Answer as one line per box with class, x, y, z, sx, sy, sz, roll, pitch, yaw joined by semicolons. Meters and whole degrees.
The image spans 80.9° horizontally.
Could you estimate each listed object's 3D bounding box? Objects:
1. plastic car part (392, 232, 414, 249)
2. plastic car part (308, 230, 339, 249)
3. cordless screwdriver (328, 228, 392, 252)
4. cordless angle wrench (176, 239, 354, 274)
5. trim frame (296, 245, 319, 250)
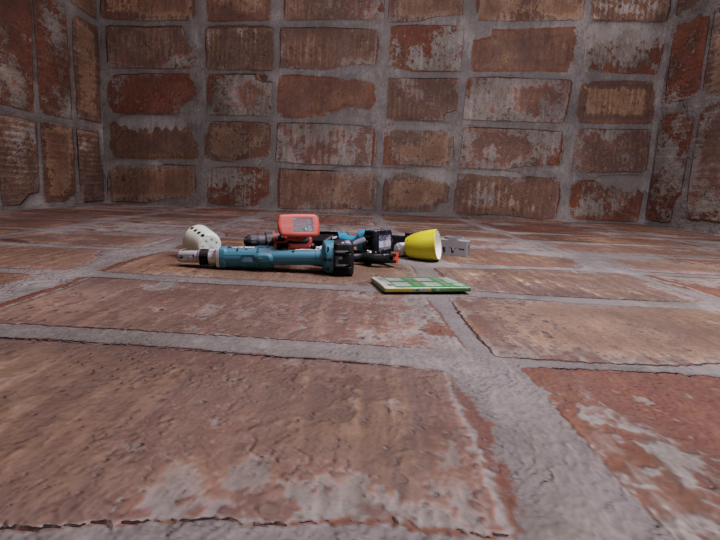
plastic car part;0.141;-0.090;1.378;0.205;0.066;0.067;0;17;5
plastic car part;-0.129;-0.084;1.315;0.122;0.064;0.069;6;24;35
cordless screwdriver;-0.009;-0.098;1.359;0.262;0.074;0.152;7;11;40
cordless angle wrench;-0.229;-0.033;1.008;0.425;0.074;0.098;0;9;2
trim frame;-0.177;-0.046;1.184;0.238;0.027;0.194;-4;14;-36
